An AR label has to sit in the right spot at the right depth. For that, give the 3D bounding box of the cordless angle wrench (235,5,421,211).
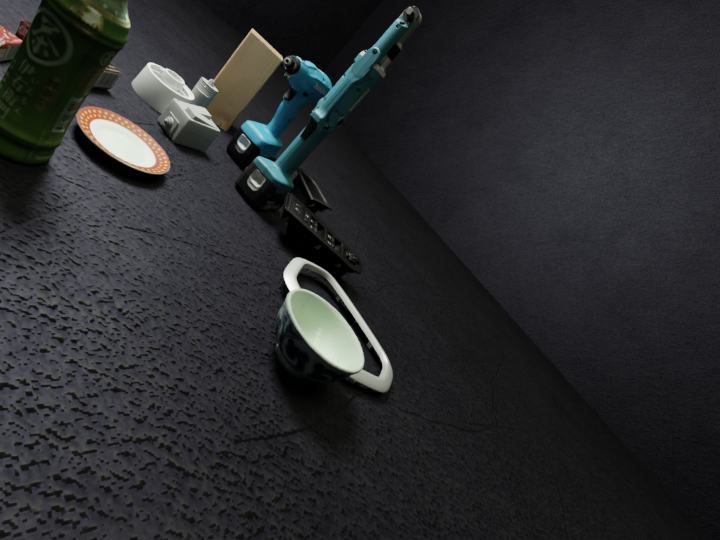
[{"bbox_3d":[-0.054,-0.276,0.743,0.076,0.426,0.095,50,18,8],"label":"cordless angle wrench"}]

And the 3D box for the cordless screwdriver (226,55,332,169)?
[{"bbox_3d":[-0.174,-0.313,0.854,0.076,0.250,0.154,50,18,11],"label":"cordless screwdriver"}]

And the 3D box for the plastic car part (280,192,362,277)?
[{"bbox_3d":[-0.076,-0.050,0.779,0.195,0.067,0.068,38,19,-21],"label":"plastic car part"}]

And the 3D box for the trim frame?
[{"bbox_3d":[-0.034,0.077,0.649,0.259,0.028,0.176,52,19,22],"label":"trim frame"}]

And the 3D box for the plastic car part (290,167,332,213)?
[{"bbox_3d":[-0.123,-0.159,0.917,0.062,0.071,0.122,25,27,-48],"label":"plastic car part"}]
